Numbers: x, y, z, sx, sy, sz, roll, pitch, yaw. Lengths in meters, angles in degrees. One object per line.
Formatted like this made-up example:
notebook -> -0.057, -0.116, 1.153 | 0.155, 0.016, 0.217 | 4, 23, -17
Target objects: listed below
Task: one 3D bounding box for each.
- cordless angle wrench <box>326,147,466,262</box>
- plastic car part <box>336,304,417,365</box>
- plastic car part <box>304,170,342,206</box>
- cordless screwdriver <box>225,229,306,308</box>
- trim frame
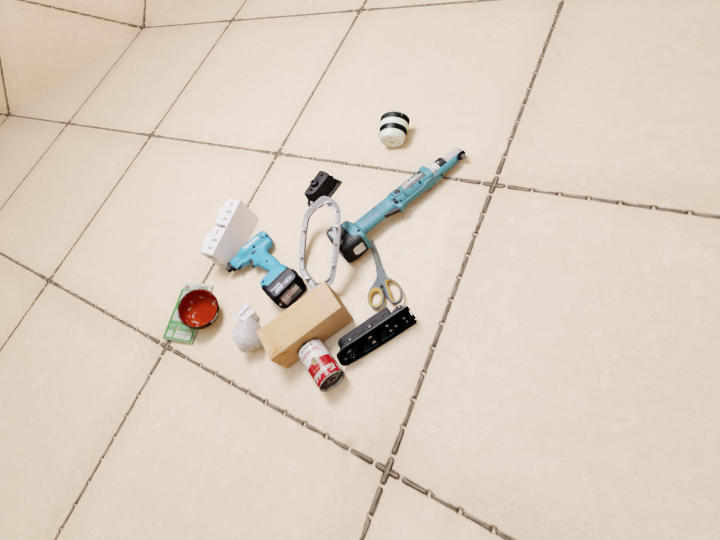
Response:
cordless angle wrench -> 0.103, -0.188, 1.111 | 0.422, 0.070, 0.103 | -39, 49, -3
plastic car part -> 0.025, 0.141, 0.970 | 0.203, 0.063, 0.071 | -37, 46, 1
plastic car part -> -0.121, -0.246, 1.242 | 0.070, 0.067, 0.116 | 27, 74, 33
cordless screwdriver -> -0.269, 0.007, 1.169 | 0.159, 0.070, 0.263 | -41, 52, -4
trim frame -> -0.107, -0.070, 1.097 | 0.194, 0.026, 0.248 | 7, 89, 49
